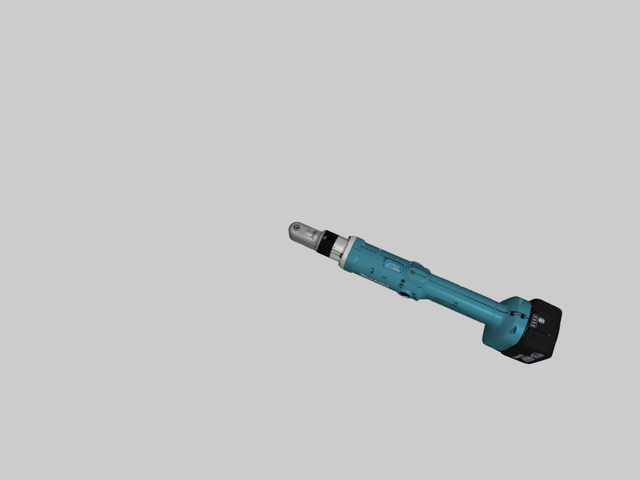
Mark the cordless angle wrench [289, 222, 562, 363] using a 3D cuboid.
[{"bbox_3d":[0.141,0.063,0.658,0.423,0.074,0.098,23,-22,9],"label":"cordless angle wrench"}]
